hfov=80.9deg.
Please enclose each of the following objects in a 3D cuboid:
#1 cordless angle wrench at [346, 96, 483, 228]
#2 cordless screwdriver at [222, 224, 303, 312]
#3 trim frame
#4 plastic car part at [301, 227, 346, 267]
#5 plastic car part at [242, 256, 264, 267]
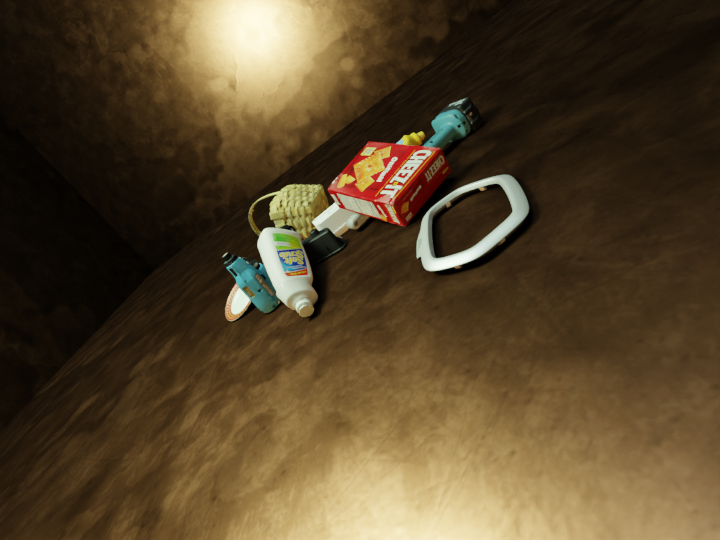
[{"bbox_3d":[0.121,-0.247,1.008,0.421,0.072,0.102,-46,22,-11],"label":"cordless angle wrench"},{"bbox_3d":[-0.223,-0.030,1.004,0.076,0.155,0.251,-31,20,28],"label":"cordless screwdriver"},{"bbox_3d":[0.165,-0.079,0.664,0.188,0.026,0.253,-28,26,23],"label":"trim frame"},{"bbox_3d":[-0.096,-0.063,0.984,0.119,0.069,0.067,-30,22,29],"label":"plastic car part"},{"bbox_3d":[-0.303,0.004,1.203,0.066,0.065,0.210,-16,16,-14],"label":"plastic car part"}]
